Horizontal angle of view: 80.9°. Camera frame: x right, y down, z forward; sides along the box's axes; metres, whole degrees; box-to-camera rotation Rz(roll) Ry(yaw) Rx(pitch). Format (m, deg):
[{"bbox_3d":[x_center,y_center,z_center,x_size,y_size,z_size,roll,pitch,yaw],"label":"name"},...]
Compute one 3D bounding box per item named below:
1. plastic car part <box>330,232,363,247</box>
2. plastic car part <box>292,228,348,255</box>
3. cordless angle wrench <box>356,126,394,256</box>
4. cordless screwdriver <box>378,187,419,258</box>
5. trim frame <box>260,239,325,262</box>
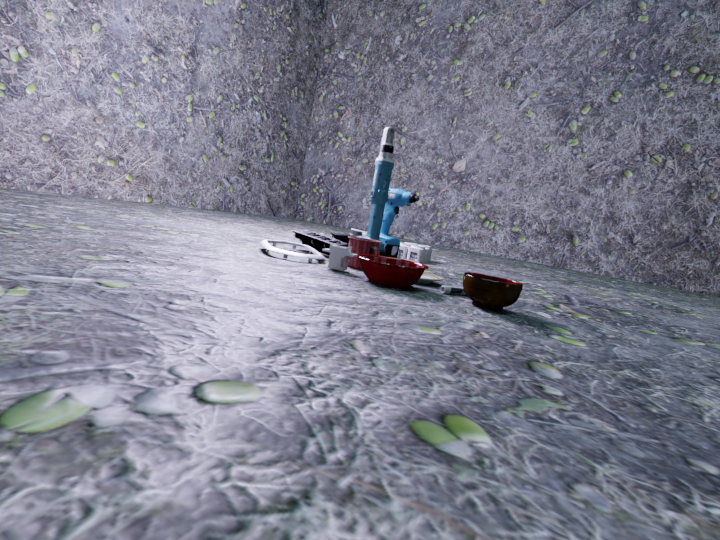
[{"bbox_3d":[-0.046,-0.093,1.473,0.114,0.070,0.068,7,7,-14],"label":"plastic car part"},{"bbox_3d":[-0.131,-0.085,1.336,0.214,0.067,0.063,15,9,40],"label":"plastic car part"},{"bbox_3d":[0.057,-0.233,1.313,0.071,0.421,0.102,7,6,-28],"label":"cordless angle wrench"},{"bbox_3d":[0.110,-0.153,1.434,0.168,0.247,0.071,15,7,42],"label":"cordless screwdriver"},{"bbox_3d":[-0.192,-0.057,1.204,0.178,0.027,0.258,6,8,-20],"label":"trim frame"}]
